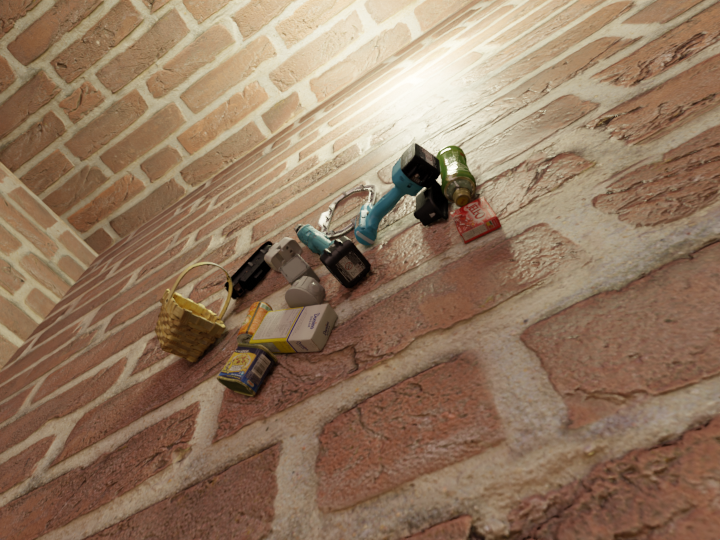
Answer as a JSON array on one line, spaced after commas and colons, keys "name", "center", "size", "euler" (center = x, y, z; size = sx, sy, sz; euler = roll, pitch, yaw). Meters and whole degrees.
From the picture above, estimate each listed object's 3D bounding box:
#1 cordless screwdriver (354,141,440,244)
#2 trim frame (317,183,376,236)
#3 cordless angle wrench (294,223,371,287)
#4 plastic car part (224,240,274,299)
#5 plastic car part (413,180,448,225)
[{"name": "cordless screwdriver", "center": [0.073, -0.184, 0.993], "size": [0.250, 0.072, 0.163], "euler": [-47, 21, 31]}, {"name": "trim frame", "center": [-0.039, -0.177, 1.212], "size": [0.189, 0.026, 0.253], "euler": [-22, 34, 26]}, {"name": "cordless angle wrench", "center": [-0.104, -0.068, 1.068], "size": [0.074, 0.094, 0.442], "euler": [-43, 26, -6]}, {"name": "plastic car part", "center": [-0.297, -0.006, 1.207], "size": [0.070, 0.063, 0.202], "euler": [4, 48, 38]}, {"name": "plastic car part", "center": [0.150, -0.144, 0.939], "size": [0.072, 0.064, 0.118], "euler": [-35, 27, 37]}]
